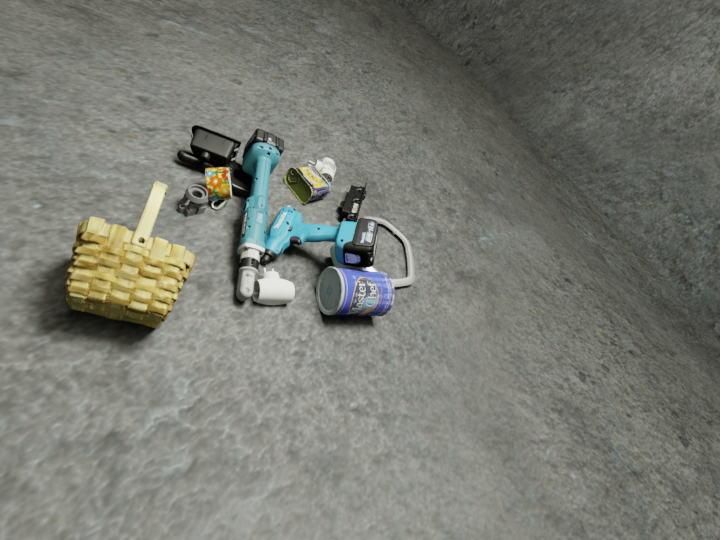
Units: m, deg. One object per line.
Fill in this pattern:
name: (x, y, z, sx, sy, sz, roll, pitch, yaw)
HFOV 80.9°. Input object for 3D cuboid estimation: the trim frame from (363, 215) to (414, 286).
trim frame: (0.067, -0.054, 1.146, 0.178, 0.028, 0.256, 21, 45, -20)

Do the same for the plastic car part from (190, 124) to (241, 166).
plastic car part: (-0.347, -0.282, 0.987, 0.113, 0.066, 0.072, 18, 57, -16)

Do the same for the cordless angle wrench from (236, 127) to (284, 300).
cordless angle wrench: (-0.231, -0.131, 0.928, 0.071, 0.100, 0.435, 19, 52, -31)

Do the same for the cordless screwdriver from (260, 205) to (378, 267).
cordless screwdriver: (-0.092, -0.060, 0.936, 0.256, 0.071, 0.161, 11, 51, 15)

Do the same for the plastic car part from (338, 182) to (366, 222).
plastic car part: (-0.022, -0.180, 1.180, 0.068, 0.064, 0.205, 12, 42, 8)
